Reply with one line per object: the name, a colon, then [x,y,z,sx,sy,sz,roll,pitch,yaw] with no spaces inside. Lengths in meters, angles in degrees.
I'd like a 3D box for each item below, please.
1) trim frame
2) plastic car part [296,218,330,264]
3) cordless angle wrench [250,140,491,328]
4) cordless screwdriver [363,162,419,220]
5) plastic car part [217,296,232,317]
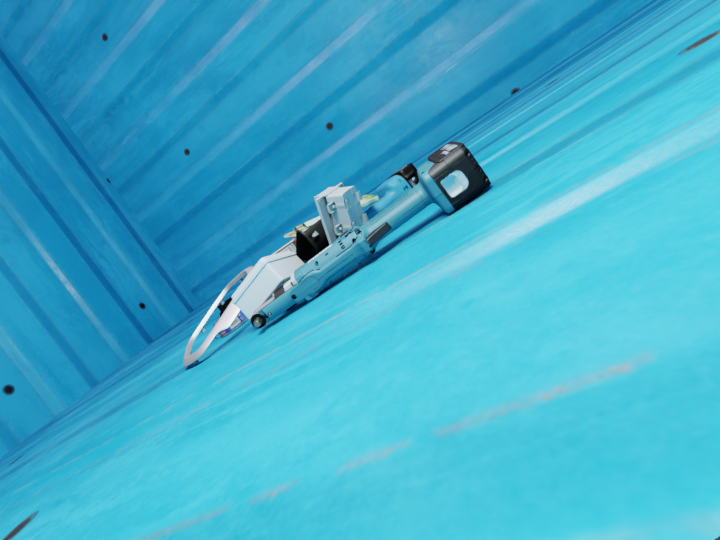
trim frame: [-0.295,0.093,0.890,0.190,0.026,0.249,-14,41,56]
plastic car part: [-0.076,-0.050,0.777,0.070,0.068,0.114,-45,-16,-27]
cordless angle wrench: [-0.008,-0.037,0.659,0.426,0.073,0.099,-36,15,12]
cordless screwdriver: [0.032,-0.138,0.974,0.246,0.073,0.163,-43,12,-23]
plastic car part: [-0.309,0.073,1.136,0.205,0.065,0.067,-35,14,14]
